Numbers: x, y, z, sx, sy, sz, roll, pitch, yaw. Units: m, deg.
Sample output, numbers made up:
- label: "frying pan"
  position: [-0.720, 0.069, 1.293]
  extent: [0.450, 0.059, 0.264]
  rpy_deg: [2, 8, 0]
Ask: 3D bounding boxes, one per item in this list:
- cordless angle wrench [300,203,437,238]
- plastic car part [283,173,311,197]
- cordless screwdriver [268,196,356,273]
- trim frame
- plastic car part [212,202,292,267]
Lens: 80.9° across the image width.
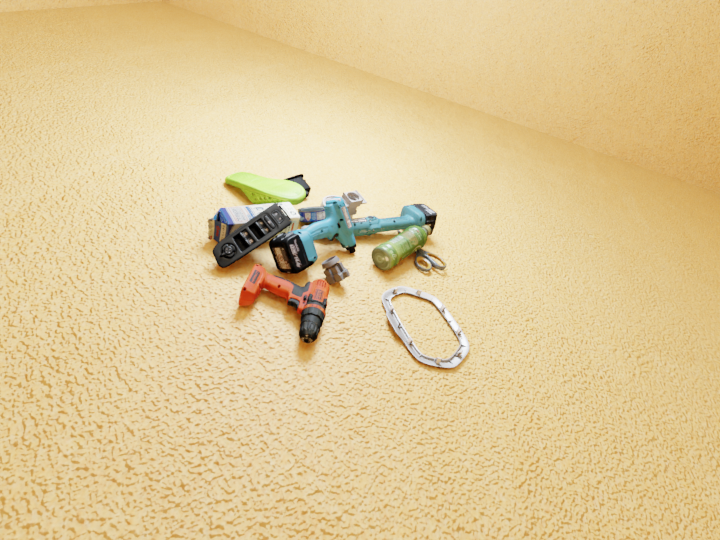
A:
- label: "cordless angle wrench"
  position: [0.026, -0.132, 1.231]
  extent: [0.410, 0.073, 0.103]
  rpy_deg: [-9, 36, -24]
- label: "plastic car part"
  position: [-0.195, -0.255, 1.322]
  extent: [0.073, 0.066, 0.113]
  rpy_deg: [47, 40, 10]
- label: "cordless screwdriver"
  position: [-0.105, -0.069, 1.073]
  extent: [0.078, 0.154, 0.244]
  rpy_deg: [0, 30, 45]
- label: "trim frame"
  position: [0.149, 0.122, 0.992]
  extent: [0.178, 0.027, 0.261]
  rpy_deg: [-3, 43, -23]
- label: "plastic car part"
  position: [-0.265, -0.080, 1.014]
  extent: [0.200, 0.068, 0.066]
  rpy_deg: [-39, 95, -22]
